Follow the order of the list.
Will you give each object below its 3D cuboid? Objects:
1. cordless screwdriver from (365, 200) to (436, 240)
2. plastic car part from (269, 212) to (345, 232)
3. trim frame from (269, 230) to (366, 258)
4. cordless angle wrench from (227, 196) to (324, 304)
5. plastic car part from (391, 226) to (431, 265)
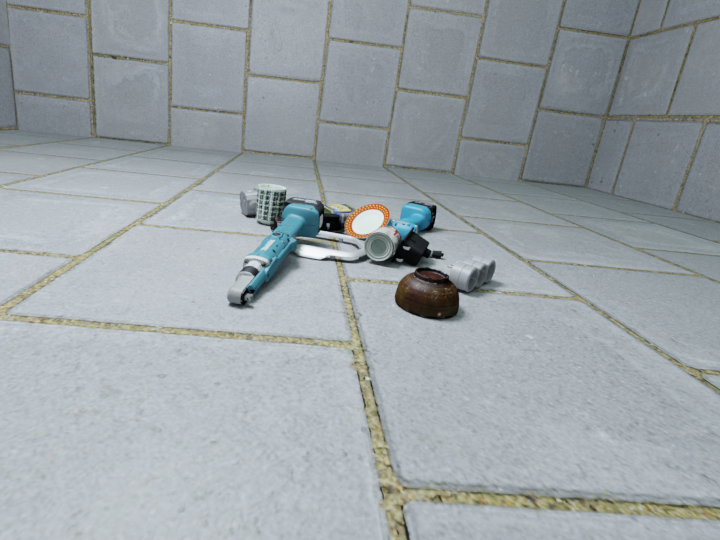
[{"bbox_3d":[0.122,-0.148,1.248,0.166,0.073,0.243,15,25,24],"label":"cordless screwdriver"},{"bbox_3d":[-0.139,-0.132,1.142,0.198,0.066,0.069,4,11,-15],"label":"plastic car part"},{"bbox_3d":[-0.099,-0.065,1.013,0.253,0.027,0.183,11,19,9],"label":"trim frame"},{"bbox_3d":[-0.168,-0.049,0.855,0.100,0.073,0.425,8,28,7],"label":"cordless angle wrench"},{"bbox_3d":[0.129,-0.052,0.983,0.073,0.065,0.114,33,35,11],"label":"plastic car part"}]
